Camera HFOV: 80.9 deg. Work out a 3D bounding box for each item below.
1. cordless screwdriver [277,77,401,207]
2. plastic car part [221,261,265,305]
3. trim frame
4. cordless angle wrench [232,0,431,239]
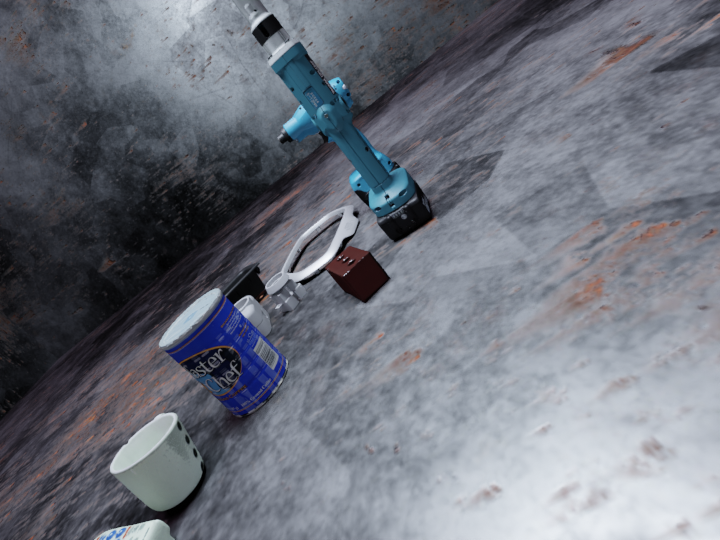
[{"bbox_3d":[-0.032,-0.223,0.819,0.160,0.241,0.076,-36,17,13],"label":"cordless screwdriver"},{"bbox_3d":[-0.242,0.048,0.875,0.068,0.069,0.116,-19,29,46],"label":"plastic car part"},{"bbox_3d":[-0.086,-0.056,0.876,0.188,0.026,0.251,-28,25,29],"label":"trim frame"},{"bbox_3d":[-0.043,-0.231,0.625,0.075,0.410,0.099,-33,18,22],"label":"cordless angle wrench"}]
